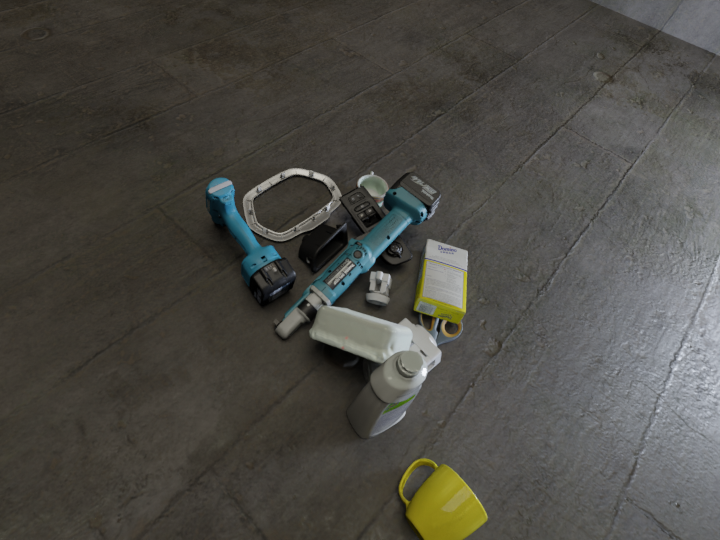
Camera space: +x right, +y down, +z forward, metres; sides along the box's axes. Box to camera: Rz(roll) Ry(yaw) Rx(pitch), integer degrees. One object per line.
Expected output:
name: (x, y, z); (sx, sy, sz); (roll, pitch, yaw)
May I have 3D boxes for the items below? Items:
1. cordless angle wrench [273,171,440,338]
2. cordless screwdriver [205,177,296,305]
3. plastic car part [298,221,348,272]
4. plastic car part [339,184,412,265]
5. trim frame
cordless angle wrench: (-0.008, -0.025, 0.834); (0.101, 0.073, 0.420); (40, 74, 14)
cordless screwdriver: (-0.230, -0.051, 0.841); (0.073, 0.159, 0.254); (-30, 80, -25)
plastic car part: (-0.088, -0.058, 0.899); (0.075, 0.063, 0.115); (30, 58, 30)
plastic car part: (0.030, -0.087, 0.923); (0.065, 0.066, 0.211); (-27, 66, -22)
trim frame: (-0.156, -0.160, 0.979); (0.191, 0.027, 0.244); (41, 58, 19)
